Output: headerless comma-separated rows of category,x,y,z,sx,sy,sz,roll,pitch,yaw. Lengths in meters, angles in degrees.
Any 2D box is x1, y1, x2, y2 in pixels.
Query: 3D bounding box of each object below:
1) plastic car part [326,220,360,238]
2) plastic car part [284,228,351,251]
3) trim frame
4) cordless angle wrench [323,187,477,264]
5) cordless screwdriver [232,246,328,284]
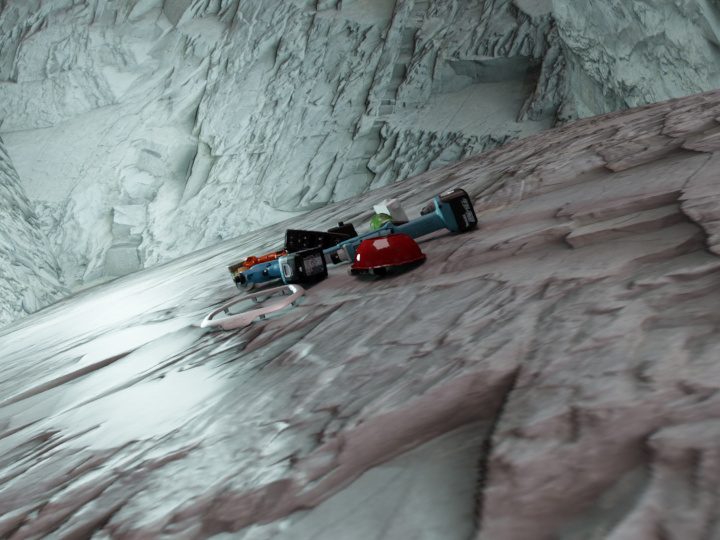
plastic car part,-0.064,-0.125,1.397,0.118,0.070,0.066,-19,12,13
plastic car part,-0.123,-0.080,1.257,0.209,0.067,0.064,4,-9,19
trim frame,-0.235,0.080,0.932,0.254,0.027,0.183,-13,14,16
cordless angle wrench,0.067,-0.085,1.057,0.431,0.096,0.074,-19,10,17
cordless screwdriver,-0.206,0.001,1.066,0.153,0.074,0.259,-16,6,-39
